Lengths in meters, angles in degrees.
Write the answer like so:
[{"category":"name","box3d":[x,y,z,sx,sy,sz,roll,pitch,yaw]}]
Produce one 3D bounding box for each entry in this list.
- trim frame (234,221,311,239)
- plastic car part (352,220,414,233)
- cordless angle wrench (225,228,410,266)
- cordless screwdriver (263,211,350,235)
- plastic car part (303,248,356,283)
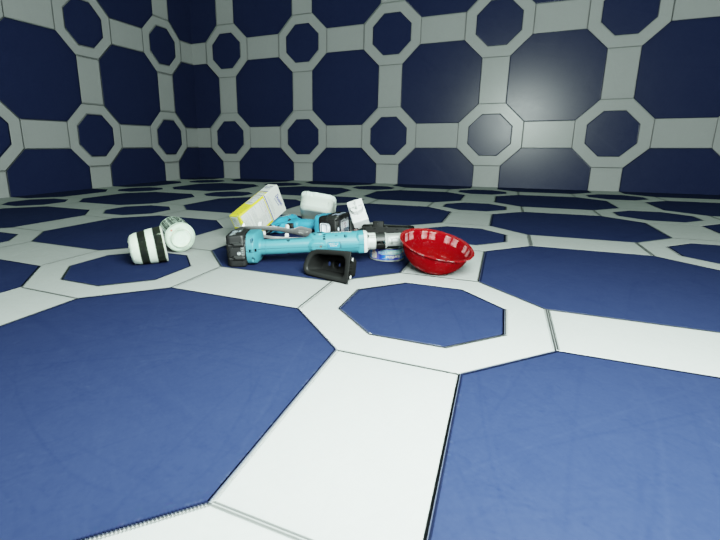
[{"category":"trim frame","box3d":[-0.223,-0.104,1.139,0.192,0.028,0.237,2,-4,29]},{"category":"plastic car part","box3d":[0.069,-0.107,1.210,0.208,0.066,0.065,7,9,13]},{"category":"cordless angle wrench","box3d":[-0.097,-0.063,0.991,0.424,0.073,0.099,-3,15,2]},{"category":"cordless screwdriver","box3d":[-0.165,-0.135,1.280,0.260,0.073,0.154,5,17,30]},{"category":"plastic car part","box3d":[-0.055,-0.012,0.899,0.122,0.066,0.067,8,1,37]}]
